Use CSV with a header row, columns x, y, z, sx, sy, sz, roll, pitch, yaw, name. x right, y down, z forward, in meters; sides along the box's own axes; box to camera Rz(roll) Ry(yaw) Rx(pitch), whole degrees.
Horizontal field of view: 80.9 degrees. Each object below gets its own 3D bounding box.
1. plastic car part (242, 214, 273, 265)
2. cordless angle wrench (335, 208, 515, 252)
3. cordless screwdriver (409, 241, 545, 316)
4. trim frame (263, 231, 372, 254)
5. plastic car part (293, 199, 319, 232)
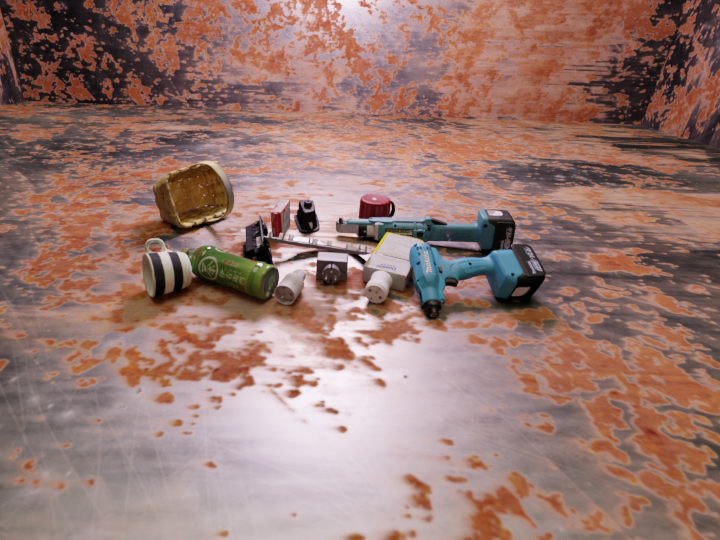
x,y,z,sx,sy,sz,roll,pitch,yaw,name
-0.238,-0.063,0.979,0.067,0.063,0.211,-24,32,3,plastic car part
0.149,-0.102,1.049,0.430,0.095,0.075,2,28,9,cordless angle wrench
0.227,0.020,0.831,0.247,0.072,0.164,0,51,-3,cordless screwdriver
-0.091,-0.059,0.927,0.241,0.027,0.191,5,4,-21,trim frame
-0.141,-0.155,1.131,0.065,0.069,0.121,-4,27,-11,plastic car part
